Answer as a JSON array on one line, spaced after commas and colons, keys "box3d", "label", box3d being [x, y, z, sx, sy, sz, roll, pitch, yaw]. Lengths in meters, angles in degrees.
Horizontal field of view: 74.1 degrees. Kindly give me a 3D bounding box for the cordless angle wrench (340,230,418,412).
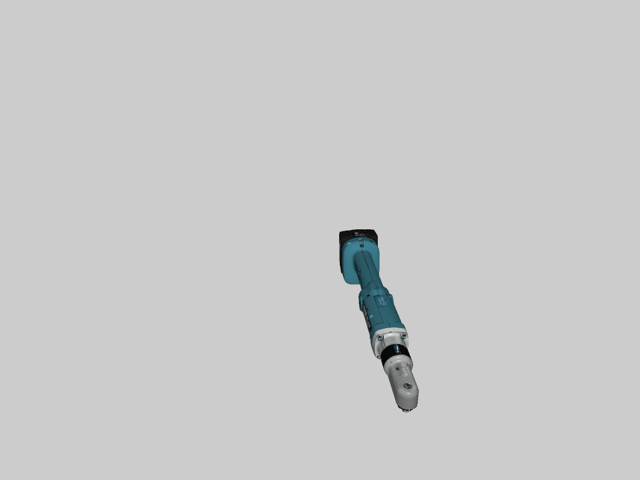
[{"box3d": [0.091, 0.104, 0.698, 0.074, 0.098, 0.421, -3, 25, -3], "label": "cordless angle wrench"}]
